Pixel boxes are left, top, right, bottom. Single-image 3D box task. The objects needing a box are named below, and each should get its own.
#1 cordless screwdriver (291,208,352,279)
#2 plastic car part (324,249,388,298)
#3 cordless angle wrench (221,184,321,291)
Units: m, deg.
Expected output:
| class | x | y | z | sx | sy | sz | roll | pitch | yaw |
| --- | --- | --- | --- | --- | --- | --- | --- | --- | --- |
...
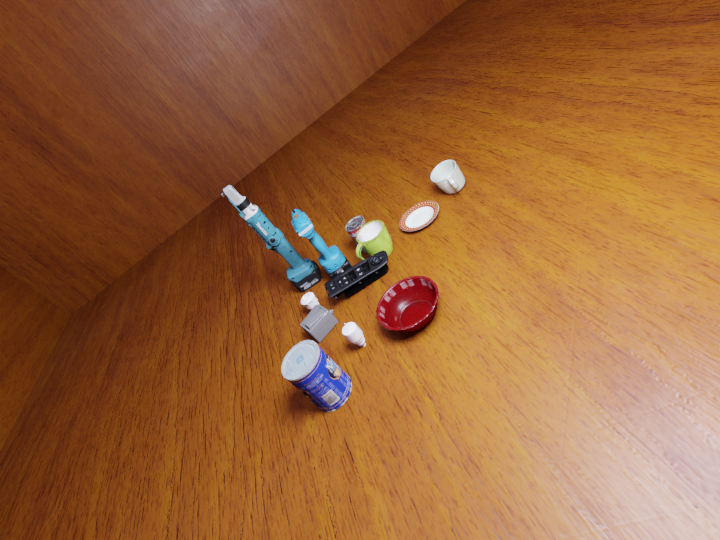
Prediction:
| class | x | y | z | sx | sy | sz | roll | pitch | yaw |
| --- | --- | --- | --- | --- | --- | --- | --- | --- | --- |
| cordless screwdriver | -0.126 | -0.083 | 1.293 | 0.074 | 0.237 | 0.166 | -38 | 30 | 2 |
| plastic car part | 0.000 | 0.020 | 1.202 | 0.204 | 0.064 | 0.069 | -35 | 31 | 8 |
| cordless angle wrench | -0.274 | -0.103 | 1.312 | 0.099 | 0.404 | 0.077 | -33 | 30 | 10 |
